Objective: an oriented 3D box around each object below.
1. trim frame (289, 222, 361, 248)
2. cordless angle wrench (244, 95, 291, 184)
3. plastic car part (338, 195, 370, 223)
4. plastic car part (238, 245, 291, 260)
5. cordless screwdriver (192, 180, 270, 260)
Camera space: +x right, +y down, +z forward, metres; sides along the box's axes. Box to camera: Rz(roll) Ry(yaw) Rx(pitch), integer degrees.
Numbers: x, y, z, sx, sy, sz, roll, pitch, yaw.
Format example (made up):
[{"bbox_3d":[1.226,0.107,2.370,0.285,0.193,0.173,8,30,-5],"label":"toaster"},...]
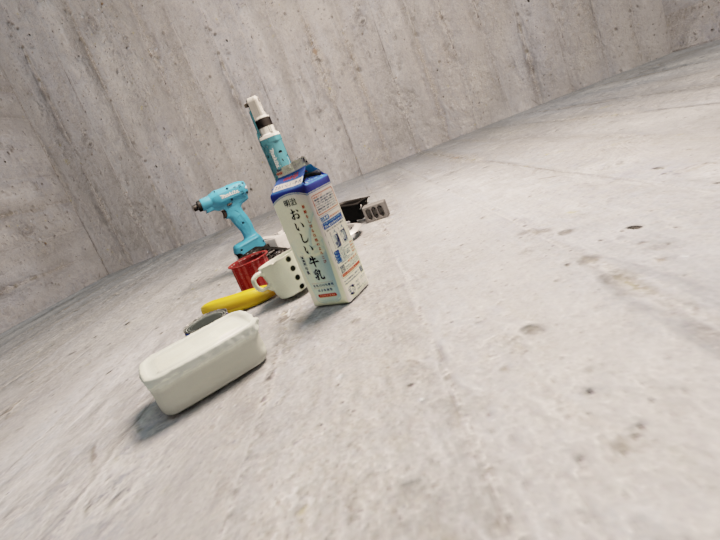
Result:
[{"bbox_3d":[-0.111,-0.072,1.133,0.249,0.027,0.188,-22,16,0],"label":"trim frame"},{"bbox_3d":[-0.194,-0.242,1.088,0.100,0.415,0.074,-18,12,16],"label":"cordless angle wrench"},{"bbox_3d":[-0.025,-0.176,1.275,0.122,0.069,0.064,-7,20,43],"label":"plastic car part"},{"bbox_3d":[-0.233,-0.024,1.067,0.065,0.066,0.212,-32,18,-35],"label":"plastic car part"},{"bbox_3d":[-0.360,-0.116,1.207,0.156,0.244,0.077,-26,13,-19],"label":"cordless screwdriver"}]
